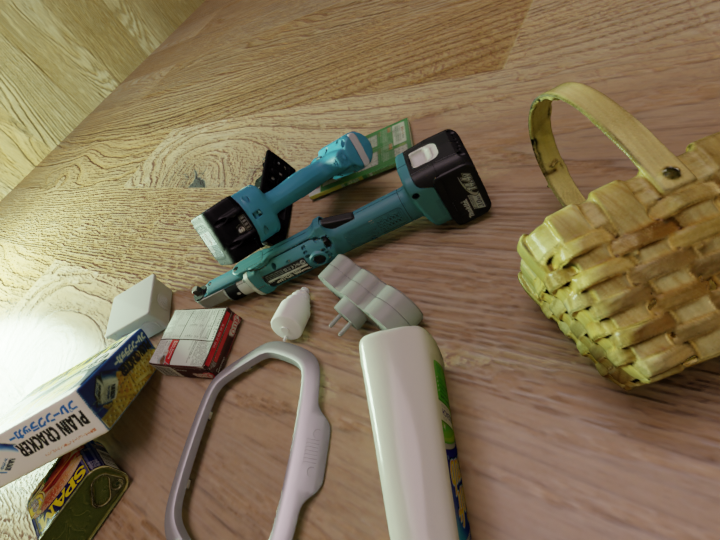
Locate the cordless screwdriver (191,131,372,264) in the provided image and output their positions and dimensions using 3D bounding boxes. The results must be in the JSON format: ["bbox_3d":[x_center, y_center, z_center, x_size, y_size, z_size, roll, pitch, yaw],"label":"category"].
[{"bbox_3d":[-0.111,-0.106,0.593,0.245,0.072,0.165,-38,17,-20],"label":"cordless screwdriver"}]

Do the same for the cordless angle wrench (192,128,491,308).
[{"bbox_3d":[-0.054,-0.036,0.557,0.432,0.093,0.077,-24,44,21],"label":"cordless angle wrench"}]

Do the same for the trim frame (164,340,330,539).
[{"bbox_3d":[-0.119,0.189,0.446,0.190,0.026,0.254,-13,47,26],"label":"trim frame"}]

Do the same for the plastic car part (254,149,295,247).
[{"bbox_3d":[-0.154,-0.113,0.700,0.068,0.063,0.210,-30,43,23],"label":"plastic car part"}]
